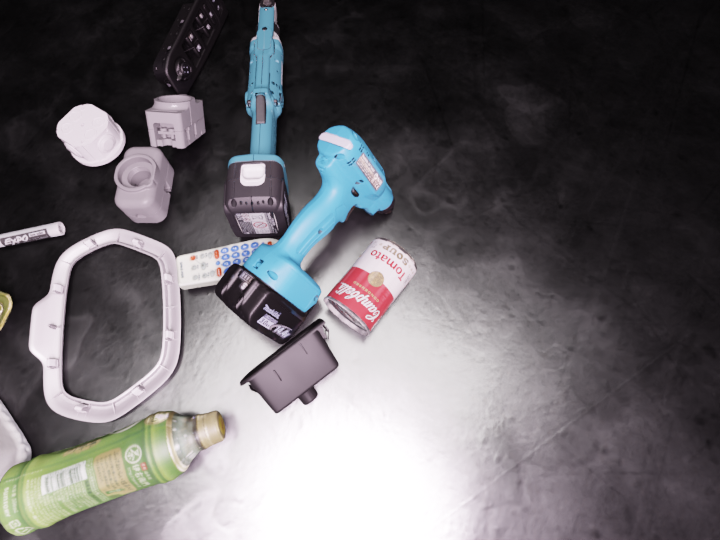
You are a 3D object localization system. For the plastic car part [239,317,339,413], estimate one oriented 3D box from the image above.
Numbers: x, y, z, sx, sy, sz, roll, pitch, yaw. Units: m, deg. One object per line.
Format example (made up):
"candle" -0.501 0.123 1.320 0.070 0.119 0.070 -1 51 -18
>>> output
"plastic car part" -0.072 0.116 0.489 0.116 0.066 0.071 -40 89 -10

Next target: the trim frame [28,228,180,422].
"trim frame" -0.320 0.059 0.534 0.184 0.027 0.255 -10 70 -1

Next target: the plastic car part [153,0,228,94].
"plastic car part" -0.282 -0.375 0.685 0.069 0.064 0.206 5 69 12

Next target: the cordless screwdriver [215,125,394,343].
"cordless screwdriver" -0.050 -0.033 0.516 0.079 0.150 0.248 30 84 37

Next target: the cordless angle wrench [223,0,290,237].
"cordless angle wrench" -0.142 -0.252 0.623 0.074 0.095 0.434 -3 64 -2
